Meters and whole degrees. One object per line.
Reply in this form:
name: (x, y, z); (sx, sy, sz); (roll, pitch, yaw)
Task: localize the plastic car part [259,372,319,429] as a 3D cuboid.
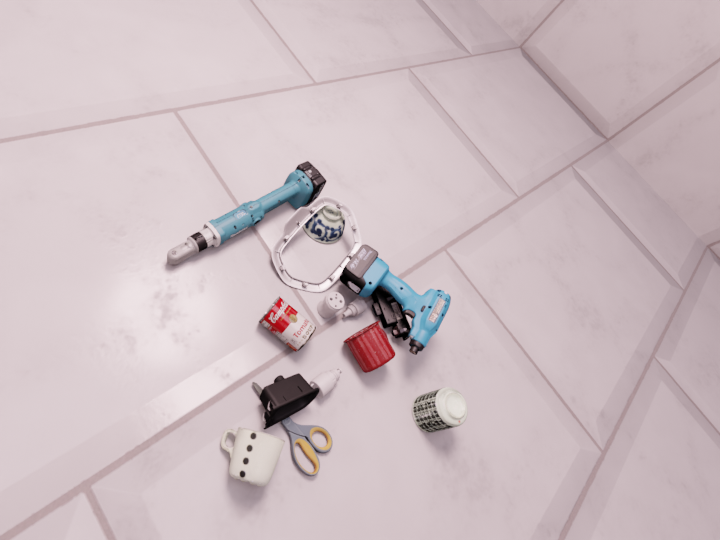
plastic car part: (-0.144, 0.234, 0.801); (0.112, 0.065, 0.074); (-17, 52, -46)

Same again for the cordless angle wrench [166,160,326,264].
cordless angle wrench: (-0.252, -0.129, 0.967); (0.076, 0.098, 0.415); (47, 55, 6)

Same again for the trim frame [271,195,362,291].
trim frame: (-0.097, -0.064, 0.996); (0.181, 0.028, 0.247); (45, 71, -10)

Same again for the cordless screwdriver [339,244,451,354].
cordless screwdriver: (0.067, 0.063, 0.953); (0.252, 0.073, 0.159); (32, 66, 6)

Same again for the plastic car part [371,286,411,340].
plastic car part: (0.058, 0.072, 1.023); (0.066, 0.065, 0.209); (-14, 67, -7)
